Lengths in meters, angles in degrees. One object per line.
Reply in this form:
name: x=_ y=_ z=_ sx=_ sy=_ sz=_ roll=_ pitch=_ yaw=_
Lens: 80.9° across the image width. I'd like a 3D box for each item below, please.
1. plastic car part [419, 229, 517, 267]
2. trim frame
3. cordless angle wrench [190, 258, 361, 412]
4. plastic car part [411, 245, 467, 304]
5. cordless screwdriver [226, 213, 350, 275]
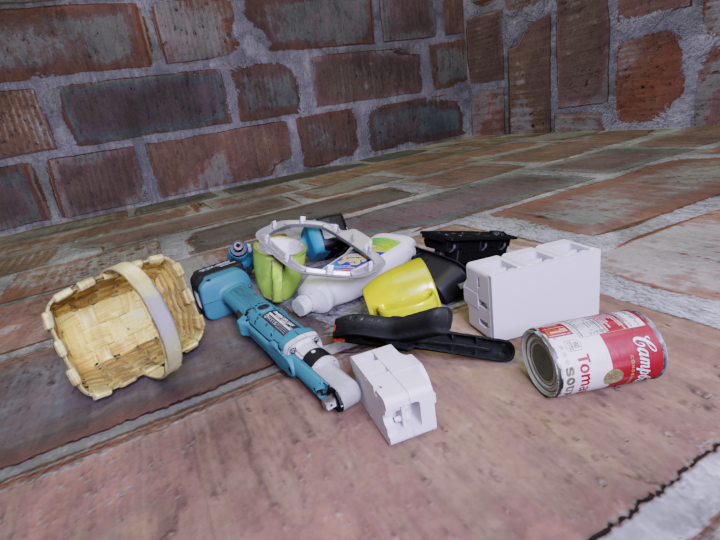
plastic car part: x=0.194 y=-0.040 z=0.722 sx=0.195 sy=0.066 sz=0.070 roll=-9 pitch=10 yaw=-35
trim frame: x=-0.070 y=-0.046 z=0.714 sx=0.177 sy=0.027 sz=0.263 roll=-9 pitch=28 yaw=-32
cordless angle wrench: x=-0.134 y=0.075 z=0.596 sx=0.095 sy=0.072 sz=0.446 roll=-22 pitch=26 yaw=-30
plastic car part: x=0.112 y=0.016 z=0.663 sx=0.070 sy=0.063 sz=0.123 roll=-33 pitch=30 yaw=-19
cordless screwdriver: x=-0.143 y=-0.052 z=0.846 sx=0.245 sy=0.076 sz=0.159 roll=-15 pitch=-10 yaw=-13
